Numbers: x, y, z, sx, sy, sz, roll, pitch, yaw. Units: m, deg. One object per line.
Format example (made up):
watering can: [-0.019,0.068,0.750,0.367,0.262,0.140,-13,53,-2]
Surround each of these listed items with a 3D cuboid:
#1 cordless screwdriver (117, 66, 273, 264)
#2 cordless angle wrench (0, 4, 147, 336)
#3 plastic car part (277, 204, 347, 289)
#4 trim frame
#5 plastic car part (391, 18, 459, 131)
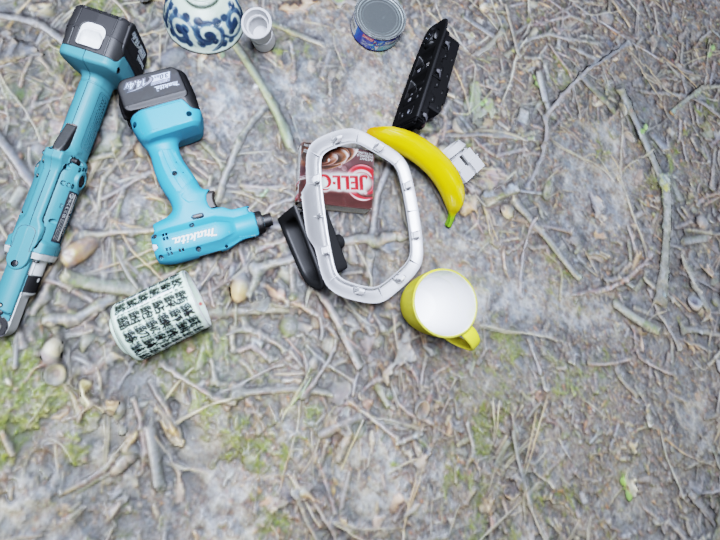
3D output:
cordless screwdriver: [-0.224,-0.144,0.576,0.157,0.075,0.250,-16,87,-13]
cordless angle wrench: [-0.384,-0.124,0.542,0.073,0.099,0.425,16,82,-10]
plastic car part: [-0.058,-0.038,0.594,0.069,0.067,0.117,-25,90,-29]
trim frame: [0.005,-0.079,0.582,0.178,0.028,0.250,-5,84,-22]
plastic car part: [0.112,-0.304,0.667,0.065,0.068,0.204,19,77,-19]
